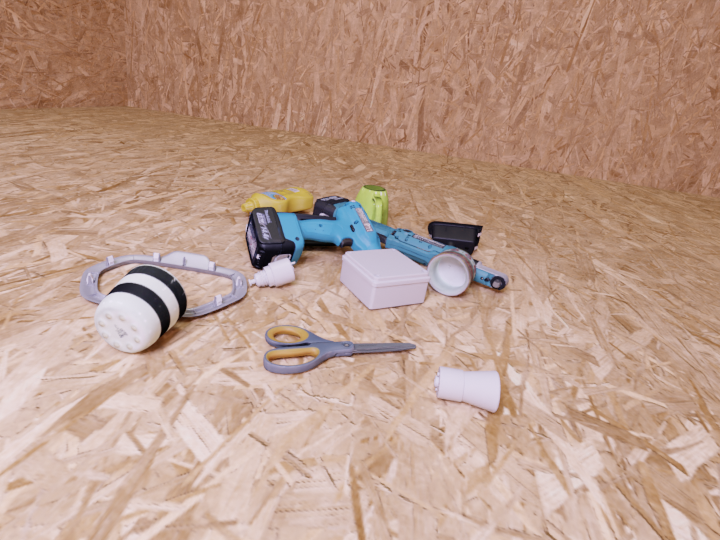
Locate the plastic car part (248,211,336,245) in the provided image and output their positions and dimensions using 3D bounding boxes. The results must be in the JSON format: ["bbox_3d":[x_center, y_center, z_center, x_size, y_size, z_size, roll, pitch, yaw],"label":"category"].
[{"bbox_3d":[-0.125,-0.078,0.860,0.199,0.067,0.067,0,-15,-12],"label":"plastic car part"}]

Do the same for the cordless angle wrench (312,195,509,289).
[{"bbox_3d":[0.087,-0.056,0.864,0.445,0.073,0.095,24,27,30],"label":"cordless angle wrench"}]

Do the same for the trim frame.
[{"bbox_3d":[-0.295,0.013,0.641,0.251,0.027,0.186,7,22,4],"label":"trim frame"}]

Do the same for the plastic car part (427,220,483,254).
[{"bbox_3d":[0.206,-0.065,0.936,0.118,0.064,0.072,8,36,8],"label":"plastic car part"}]

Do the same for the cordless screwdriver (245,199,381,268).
[{"bbox_3d":[-0.075,-0.049,0.769,0.240,0.074,0.166,-9,57,-28],"label":"cordless screwdriver"}]
